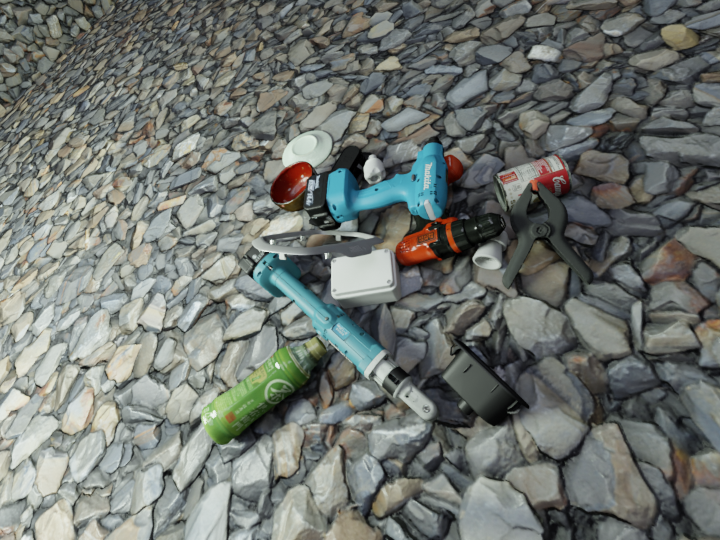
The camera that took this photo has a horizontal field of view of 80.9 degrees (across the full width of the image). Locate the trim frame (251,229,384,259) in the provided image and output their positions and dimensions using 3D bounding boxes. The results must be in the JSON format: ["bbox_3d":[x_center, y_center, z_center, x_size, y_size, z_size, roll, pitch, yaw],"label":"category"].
[{"bbox_3d":[-0.071,-0.046,0.726,0.194,0.238,0.027,11,104,39],"label":"trim frame"}]

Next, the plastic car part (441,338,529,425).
[{"bbox_3d":[0.158,0.161,0.580,0.071,0.062,0.123,-47,56,9],"label":"plastic car part"}]

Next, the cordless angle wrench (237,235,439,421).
[{"bbox_3d":[-0.047,0.087,0.695,0.446,0.093,0.074,37,81,33],"label":"cordless angle wrench"}]

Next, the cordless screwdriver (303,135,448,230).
[{"bbox_3d":[0.028,-0.156,0.751,0.258,0.070,0.162,-4,59,25],"label":"cordless screwdriver"}]

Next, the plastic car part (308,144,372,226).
[{"bbox_3d":[-0.045,-0.185,0.882,0.070,0.063,0.203,14,63,36],"label":"plastic car part"}]
